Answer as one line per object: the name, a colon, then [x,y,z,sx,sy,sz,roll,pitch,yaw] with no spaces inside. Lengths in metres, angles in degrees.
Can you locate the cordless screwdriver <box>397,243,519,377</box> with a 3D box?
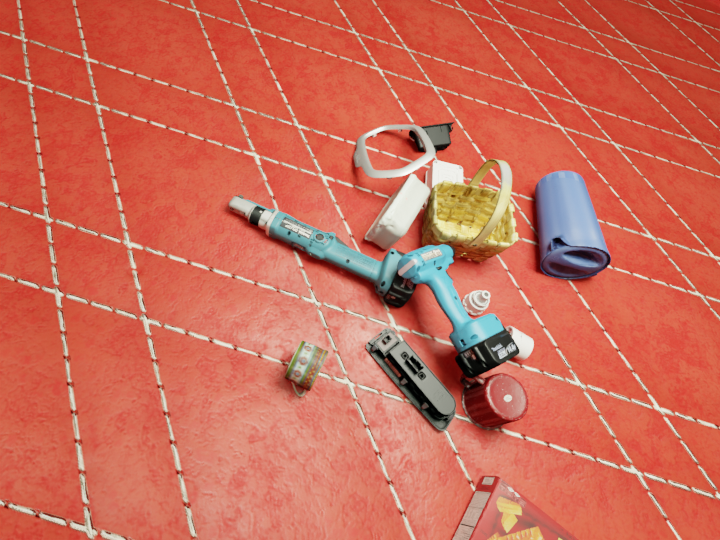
cordless screwdriver: [0.187,0.059,0.787,0.153,0.075,0.256,-16,66,-43]

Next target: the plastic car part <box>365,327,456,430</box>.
plastic car part: [0.104,0.193,0.779,0.065,0.067,0.208,-30,73,-33]

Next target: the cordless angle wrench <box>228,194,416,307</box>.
cordless angle wrench: [-0.086,-0.056,0.878,0.428,0.073,0.098,25,59,6]

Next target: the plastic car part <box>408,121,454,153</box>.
plastic car part: [0.185,-0.334,1.091,0.114,0.066,0.072,-14,81,-15]

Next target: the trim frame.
trim frame: [0.073,-0.287,1.006,0.185,0.026,0.258,-14,44,4]
